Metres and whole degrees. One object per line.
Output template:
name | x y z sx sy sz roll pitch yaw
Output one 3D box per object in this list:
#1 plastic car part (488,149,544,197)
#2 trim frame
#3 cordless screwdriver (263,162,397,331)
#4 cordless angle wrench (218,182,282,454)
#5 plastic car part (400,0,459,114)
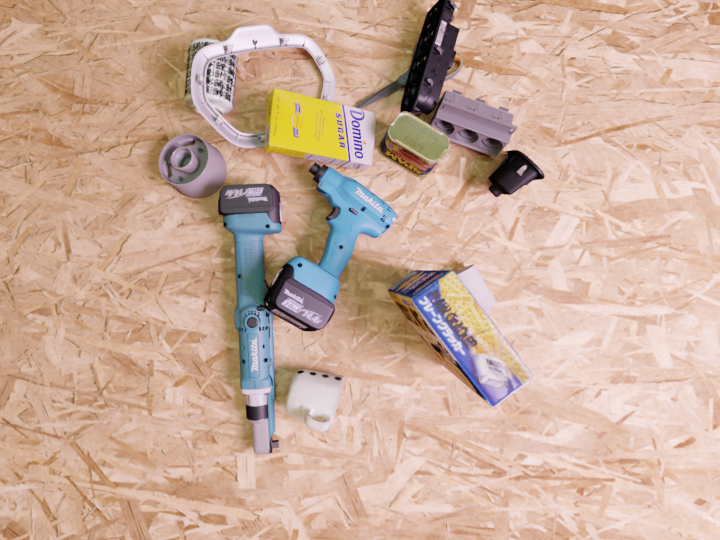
plastic car part | 0.238 -0.148 0.673 0.071 0.115 0.066 -43 91 20
trim frame | -0.148 -0.299 0.683 0.242 0.028 0.182 -19 98 -22
cordless screwdriver | -0.063 -0.041 0.648 0.157 0.075 0.249 35 69 -8
cordless angle wrench | -0.167 0.077 0.675 0.098 0.074 0.424 -3 88 -3
plastic car part | 0.117 -0.341 0.696 0.064 0.069 0.203 23 83 -26
